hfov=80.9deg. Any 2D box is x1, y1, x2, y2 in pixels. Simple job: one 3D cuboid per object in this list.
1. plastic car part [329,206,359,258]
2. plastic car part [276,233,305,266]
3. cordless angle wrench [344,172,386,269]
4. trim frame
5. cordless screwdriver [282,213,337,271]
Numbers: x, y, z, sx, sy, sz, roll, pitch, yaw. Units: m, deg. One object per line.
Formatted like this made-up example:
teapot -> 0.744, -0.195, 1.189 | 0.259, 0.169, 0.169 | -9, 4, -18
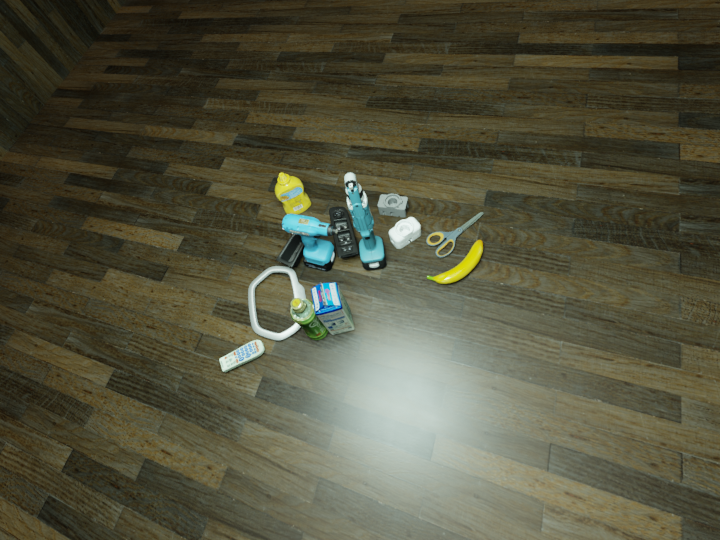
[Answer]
plastic car part -> -0.054, -0.121, 1.362 | 0.067, 0.064, 0.210 | -17, 60, 4
plastic car part -> -0.210, -0.059, 1.370 | 0.069, 0.068, 0.117 | 22, 70, 22
cordless angle wrench -> 0.009, -0.130, 1.152 | 0.075, 0.405, 0.101 | -9, 63, 7
trim frame -> -0.263, 0.098, 1.325 | 0.186, 0.026, 0.258 | -17, 60, 6
cordless screwdriver -> -0.123, -0.080, 1.258 | 0.165, 0.238, 0.075 | 13, 67, 18
